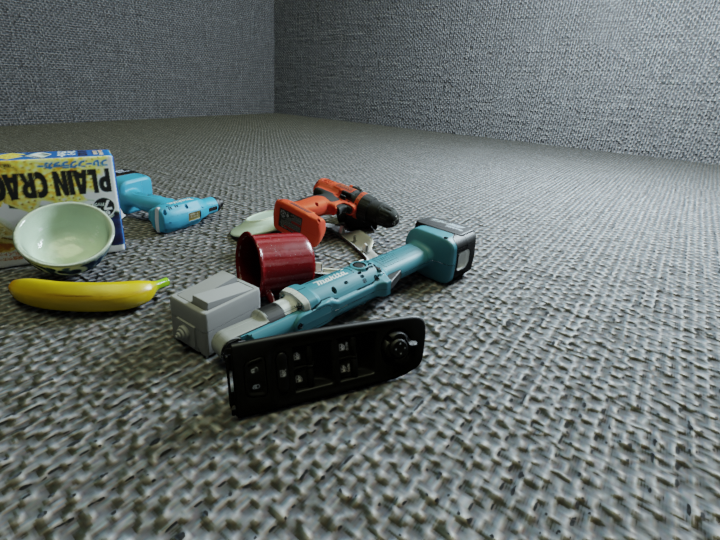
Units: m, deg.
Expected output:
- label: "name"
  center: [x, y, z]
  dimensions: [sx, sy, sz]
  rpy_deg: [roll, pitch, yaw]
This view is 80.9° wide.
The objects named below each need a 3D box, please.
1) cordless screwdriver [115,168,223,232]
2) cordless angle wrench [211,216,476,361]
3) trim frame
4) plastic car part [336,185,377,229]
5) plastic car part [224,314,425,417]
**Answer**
- label: "cordless screwdriver"
  center: [-0.417, -0.148, 0.871]
  dimensions: [0.260, 0.073, 0.155]
  rpy_deg: [20, 28, 26]
- label: "cordless angle wrench"
  center: [0.000, 0.017, 0.551]
  dimensions: [0.409, 0.072, 0.104]
  rpy_deg: [-23, 34, -39]
- label: "trim frame"
  center: [-0.072, -0.047, 0.732]
  dimensions: [0.178, 0.027, 0.261]
  rpy_deg: [-7, 24, -23]
- label: "plastic car part"
  center: [-0.014, -0.119, 0.867]
  dimensions: [0.071, 0.064, 0.121]
  rpy_deg: [-15, 30, -4]
- label: "plastic car part"
  center: [-0.030, 0.084, 0.416]
  dimensions: [0.198, 0.066, 0.069]
  rpy_deg: [-7, 0, -18]
